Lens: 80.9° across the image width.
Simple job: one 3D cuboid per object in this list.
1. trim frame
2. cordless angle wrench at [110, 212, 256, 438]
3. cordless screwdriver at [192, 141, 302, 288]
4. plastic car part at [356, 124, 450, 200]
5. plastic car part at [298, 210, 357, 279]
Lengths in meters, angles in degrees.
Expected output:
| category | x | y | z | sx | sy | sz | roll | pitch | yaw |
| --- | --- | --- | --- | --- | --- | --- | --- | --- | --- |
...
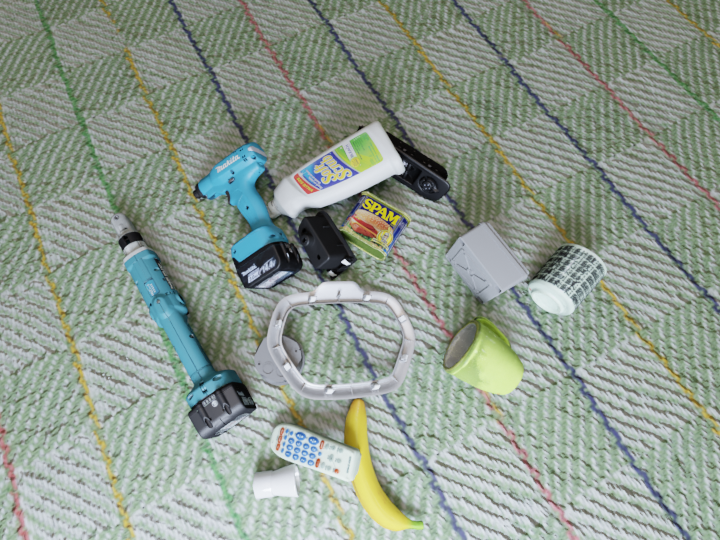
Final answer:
| category | x | y | z | sx | sy | sz | roll | pitch | yaw |
| --- | --- | --- | --- | --- | --- | --- | --- | --- | --- |
| trim frame | -0.025 | 0.106 | 0.672 | 0.243 | 0.027 | 0.189 | -1 | 64 | -15 |
| cordless angle wrench | -0.315 | 0.062 | 0.693 | 0.074 | 0.095 | 0.438 | -35 | 70 | -9 |
| cordless screwdriver | -0.208 | -0.085 | 0.742 | 0.162 | 0.071 | 0.255 | -28 | 73 | 22 |
| plastic car part | 0.083 | -0.205 | 0.800 | 0.209 | 0.065 | 0.066 | 39 | 49 | 14 |
| plastic car part | -0.071 | -0.046 | 0.725 | 0.067 | 0.068 | 0.120 | -41 | 72 | 30 |
